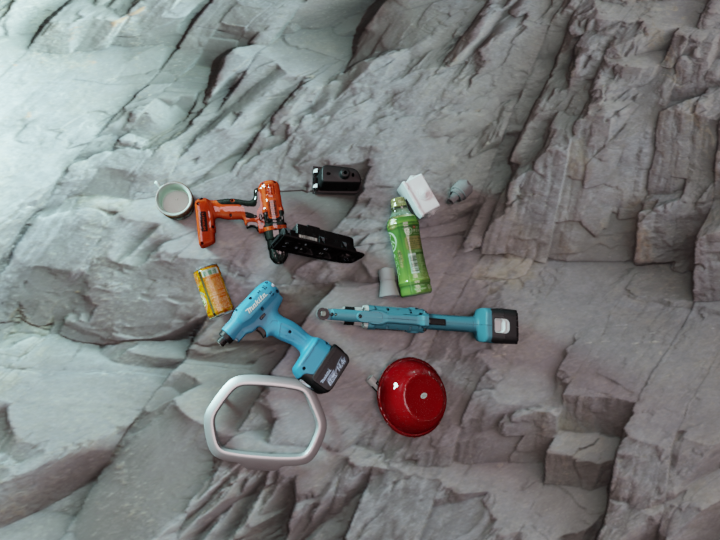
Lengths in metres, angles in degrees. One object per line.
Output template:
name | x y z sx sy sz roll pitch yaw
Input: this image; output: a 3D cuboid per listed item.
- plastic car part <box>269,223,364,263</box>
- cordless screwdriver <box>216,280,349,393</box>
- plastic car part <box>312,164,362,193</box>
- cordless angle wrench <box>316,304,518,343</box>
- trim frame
plastic car part | -0.088 -0.058 0.904 0.195 0.067 0.069 16 50 -24
cordless screwdriver | -0.157 0.155 0.857 0.251 0.074 0.158 41 67 4
plastic car part | -0.048 -0.209 0.950 0.115 0.071 0.066 2 82 -6
cordless angle wrench | 0.116 0.107 0.910 0.421 0.097 0.075 4 81 -3
trim frame | -0.191 0.308 0.857 0.245 0.027 0.186 6 78 -8
